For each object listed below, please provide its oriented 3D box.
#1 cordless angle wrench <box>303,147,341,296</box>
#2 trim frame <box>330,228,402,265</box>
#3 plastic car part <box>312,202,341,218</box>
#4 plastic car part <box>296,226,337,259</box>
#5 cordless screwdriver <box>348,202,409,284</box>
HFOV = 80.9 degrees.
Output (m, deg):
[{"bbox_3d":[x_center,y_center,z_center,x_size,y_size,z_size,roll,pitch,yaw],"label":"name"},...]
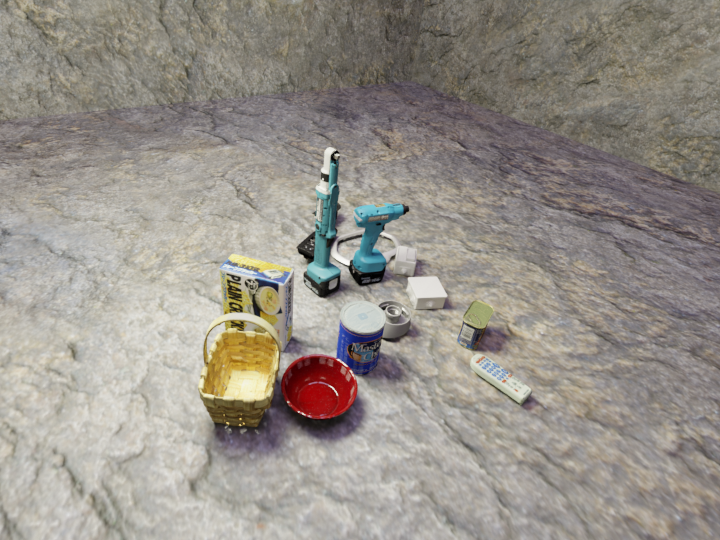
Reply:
[{"bbox_3d":[-0.091,-0.120,1.111,0.072,0.412,0.103,-23,45,-36],"label":"cordless angle wrench"},{"bbox_3d":[0.017,-0.076,1.385,0.241,0.027,0.195,-17,41,-25],"label":"trim frame"},{"bbox_3d":[-0.113,-0.191,1.494,0.069,0.069,0.114,23,40,22],"label":"plastic car part"},{"bbox_3d":[-0.132,-0.087,1.354,0.068,0.065,0.202,17,38,15],"label":"plastic car part"},{"bbox_3d":[0.050,-0.081,1.212,0.155,0.242,0.078,-9,38,-20],"label":"cordless screwdriver"}]
